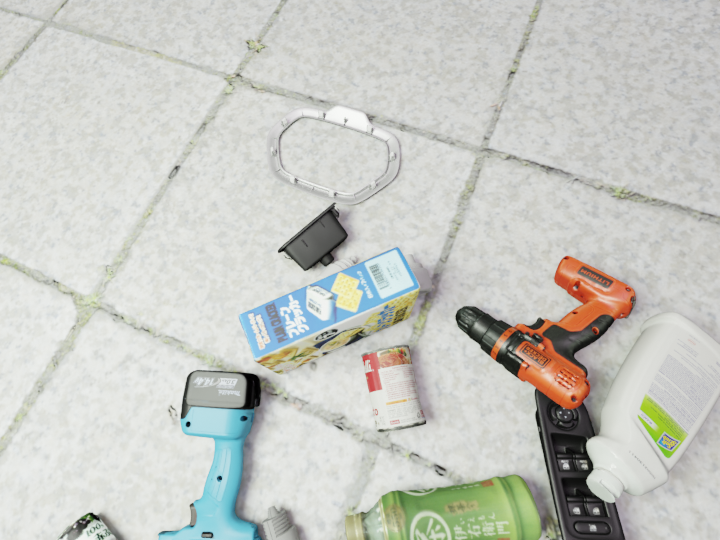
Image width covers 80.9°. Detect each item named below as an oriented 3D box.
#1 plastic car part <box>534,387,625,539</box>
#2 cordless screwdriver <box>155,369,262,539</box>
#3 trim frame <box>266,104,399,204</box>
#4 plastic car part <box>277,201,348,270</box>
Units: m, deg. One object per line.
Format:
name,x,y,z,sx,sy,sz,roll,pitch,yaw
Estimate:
plastic car part,0.258,0.246,0.515,0.067,0.064,0.208,-6,64,9
cordless screwdriver,-0.209,0.261,0.559,0.160,0.072,0.253,-4,72,4
trim frame,-0.053,-0.213,0.750,0.256,0.026,0.185,21,72,15
plastic car part,-0.066,-0.043,0.672,0.116,0.066,0.071,-44,87,-8
